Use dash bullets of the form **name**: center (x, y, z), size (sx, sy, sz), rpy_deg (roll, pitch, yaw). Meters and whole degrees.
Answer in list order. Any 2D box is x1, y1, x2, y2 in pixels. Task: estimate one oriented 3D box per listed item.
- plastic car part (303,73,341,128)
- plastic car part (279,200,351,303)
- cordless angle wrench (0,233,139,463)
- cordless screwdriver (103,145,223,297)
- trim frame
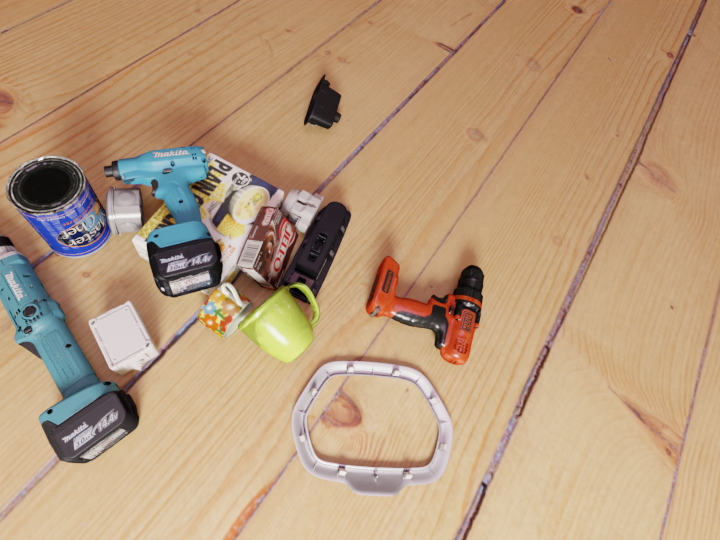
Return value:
- **plastic car part**: center (-0.074, -0.344, 0.901), size (0.069, 0.067, 0.118), rpy_deg (18, 64, -19)
- **plastic car part**: center (-0.073, -0.048, 0.745), size (0.067, 0.065, 0.204), rpy_deg (20, 59, 6)
- **cordless angle wrench**: center (-0.470, 0.071, 0.614), size (0.096, 0.073, 0.437), rpy_deg (-35, 71, -24)
- **cordless screwdriver**: center (-0.300, -0.084, 0.643), size (0.156, 0.073, 0.258), rpy_deg (-12, 63, -16)
- **trim frame**: center (0.021, 0.230, 0.633), size (0.245, 0.027, 0.188), rpy_deg (7, 63, -8)
